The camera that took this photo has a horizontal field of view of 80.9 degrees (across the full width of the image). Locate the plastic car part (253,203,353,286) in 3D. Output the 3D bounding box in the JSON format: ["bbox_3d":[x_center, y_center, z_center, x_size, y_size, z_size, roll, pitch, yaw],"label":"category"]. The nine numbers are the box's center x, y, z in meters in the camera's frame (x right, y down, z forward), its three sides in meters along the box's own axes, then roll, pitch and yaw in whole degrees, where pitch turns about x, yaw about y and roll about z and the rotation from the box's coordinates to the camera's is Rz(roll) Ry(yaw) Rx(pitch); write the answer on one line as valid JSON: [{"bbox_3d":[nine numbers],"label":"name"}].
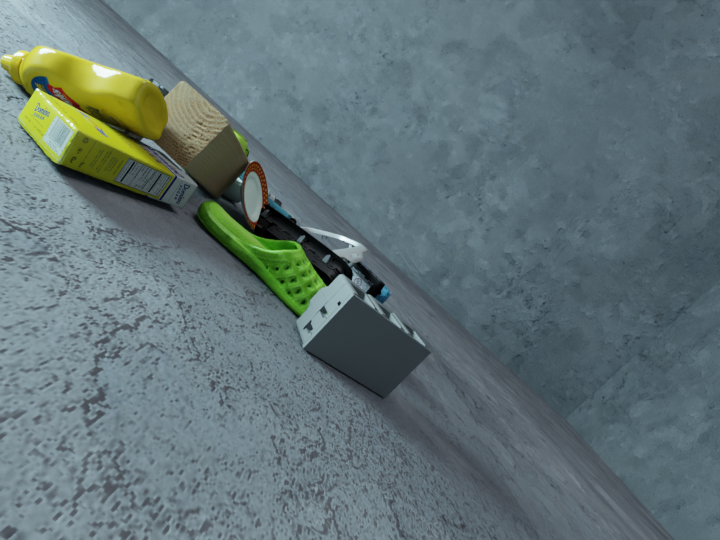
[{"bbox_3d":[-0.102,-0.029,0.697,0.208,0.066,0.066,33,30,13],"label":"plastic car part"}]

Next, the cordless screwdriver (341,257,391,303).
[{"bbox_3d":[-0.009,0.015,0.971,0.163,0.074,0.243,44,4,10],"label":"cordless screwdriver"}]

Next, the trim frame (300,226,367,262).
[{"bbox_3d":[-0.083,-0.055,0.854,0.192,0.027,0.240,19,12,22],"label":"trim frame"}]

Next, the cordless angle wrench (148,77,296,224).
[{"bbox_3d":[-0.290,-0.224,0.901,0.402,0.074,0.102,41,8,-30],"label":"cordless angle wrench"}]
